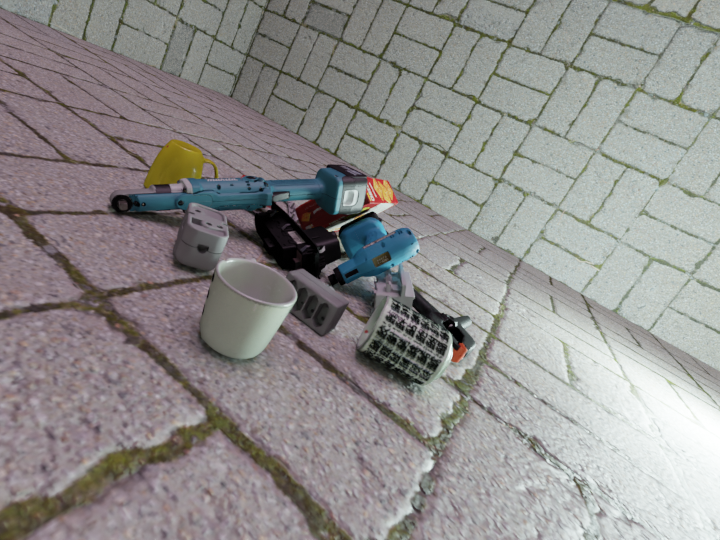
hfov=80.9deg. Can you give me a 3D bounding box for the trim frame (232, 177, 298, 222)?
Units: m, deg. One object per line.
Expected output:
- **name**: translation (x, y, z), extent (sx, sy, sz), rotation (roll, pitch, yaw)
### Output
- **trim frame**: translation (-0.216, -0.163, 0.972), extent (0.179, 0.027, 0.256), rotation (23, 16, -15)

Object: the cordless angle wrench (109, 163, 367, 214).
- **cordless angle wrench**: translation (-0.180, -0.127, 0.697), extent (0.407, 0.073, 0.104), rotation (-10, 32, -33)

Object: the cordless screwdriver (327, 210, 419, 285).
- **cordless screwdriver**: translation (0.001, -0.041, 0.804), extent (0.073, 0.159, 0.255), rotation (63, -2, -16)

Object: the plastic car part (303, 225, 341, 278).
- **plastic car part**: translation (-0.072, -0.047, 0.738), extent (0.069, 0.064, 0.123), rotation (-17, 33, -18)

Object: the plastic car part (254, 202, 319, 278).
- **plastic car part**: translation (-0.135, -0.052, 0.721), extent (0.065, 0.064, 0.214), rotation (-15, 37, -20)
